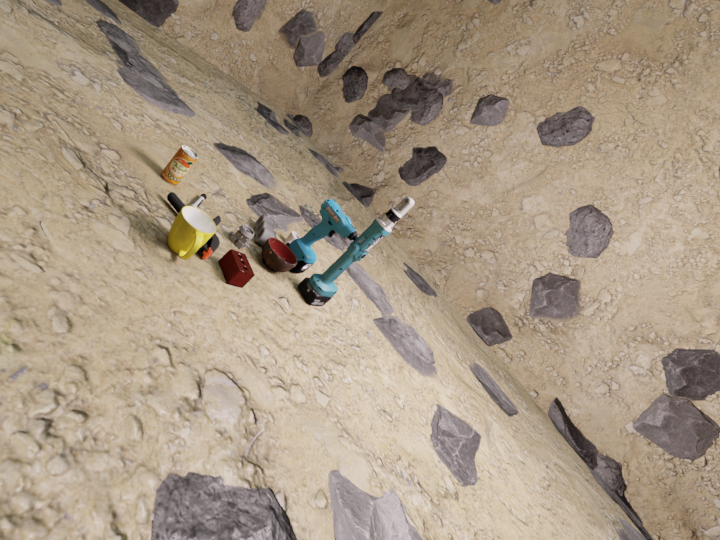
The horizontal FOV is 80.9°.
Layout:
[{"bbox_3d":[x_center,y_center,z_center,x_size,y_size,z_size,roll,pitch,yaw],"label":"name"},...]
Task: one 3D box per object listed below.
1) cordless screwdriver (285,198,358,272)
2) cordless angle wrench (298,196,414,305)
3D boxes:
[{"bbox_3d":[-0.128,-0.084,1.310,0.165,0.250,0.071,52,18,20],"label":"cordless screwdriver"},{"bbox_3d":[-0.007,-0.058,1.225,0.078,0.426,0.093,55,19,26],"label":"cordless angle wrench"}]
